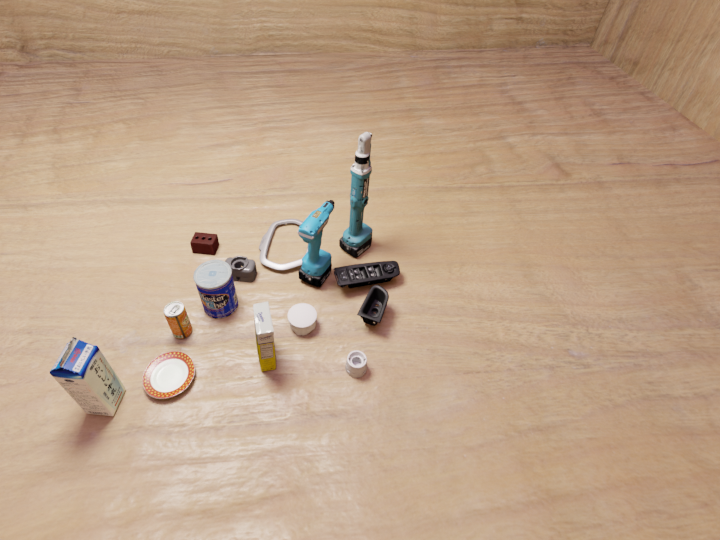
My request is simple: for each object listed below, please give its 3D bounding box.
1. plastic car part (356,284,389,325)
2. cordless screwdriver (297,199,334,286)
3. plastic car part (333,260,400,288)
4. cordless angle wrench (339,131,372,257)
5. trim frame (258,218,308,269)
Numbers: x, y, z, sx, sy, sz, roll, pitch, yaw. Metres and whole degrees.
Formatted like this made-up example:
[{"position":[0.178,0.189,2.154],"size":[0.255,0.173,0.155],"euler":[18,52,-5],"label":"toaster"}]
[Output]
[{"position":[0.040,0.107,1.183],"size":[0.068,0.069,0.117],"euler":[17,49,13],"label":"plastic car part"},{"position":[-0.121,-0.079,1.241],"size":[0.077,0.241,0.159],"euler":[21,49,15],"label":"cordless screwdriver"},{"position":[0.022,0.018,1.270],"size":[0.200,0.065,0.069],"euler":[-11,48,-11],"label":"plastic car part"},{"position":[-0.003,-0.216,1.253],"size":[0.078,0.410,0.096],"euler":[35,54,25],"label":"cordless angle wrench"},{"position":[-0.243,-0.090,1.399],"size":[0.186,0.027,0.255],"euler":[3,47,3],"label":"trim frame"}]
